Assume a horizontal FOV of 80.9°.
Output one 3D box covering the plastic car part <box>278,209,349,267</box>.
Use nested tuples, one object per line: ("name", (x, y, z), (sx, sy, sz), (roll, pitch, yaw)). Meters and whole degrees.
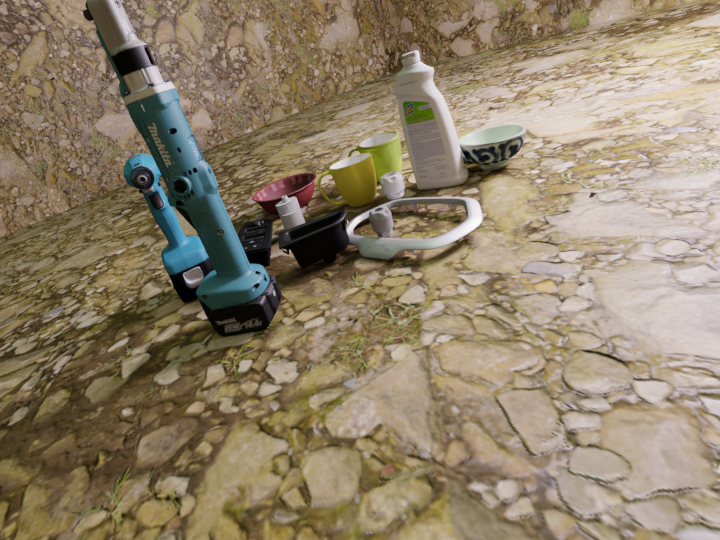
("plastic car part", (-0.066, -0.043, 0.674), (0.117, 0.068, 0.068), (-19, 25, 1))

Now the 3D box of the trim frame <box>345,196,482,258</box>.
("trim frame", (0.075, -0.075, 0.686), (0.262, 0.026, 0.181), (9, 38, 43))

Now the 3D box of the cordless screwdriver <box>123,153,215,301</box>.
("cordless screwdriver", (-0.307, -0.066, 0.685), (0.073, 0.240, 0.167), (-26, 26, -17))

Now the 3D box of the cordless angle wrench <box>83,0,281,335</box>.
("cordless angle wrench", (-0.212, -0.110, 0.521), (0.100, 0.409, 0.075), (-12, 25, 14))

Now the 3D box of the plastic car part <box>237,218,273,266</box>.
("plastic car part", (-0.184, -0.047, 0.762), (0.066, 0.065, 0.210), (-19, 27, -2))
